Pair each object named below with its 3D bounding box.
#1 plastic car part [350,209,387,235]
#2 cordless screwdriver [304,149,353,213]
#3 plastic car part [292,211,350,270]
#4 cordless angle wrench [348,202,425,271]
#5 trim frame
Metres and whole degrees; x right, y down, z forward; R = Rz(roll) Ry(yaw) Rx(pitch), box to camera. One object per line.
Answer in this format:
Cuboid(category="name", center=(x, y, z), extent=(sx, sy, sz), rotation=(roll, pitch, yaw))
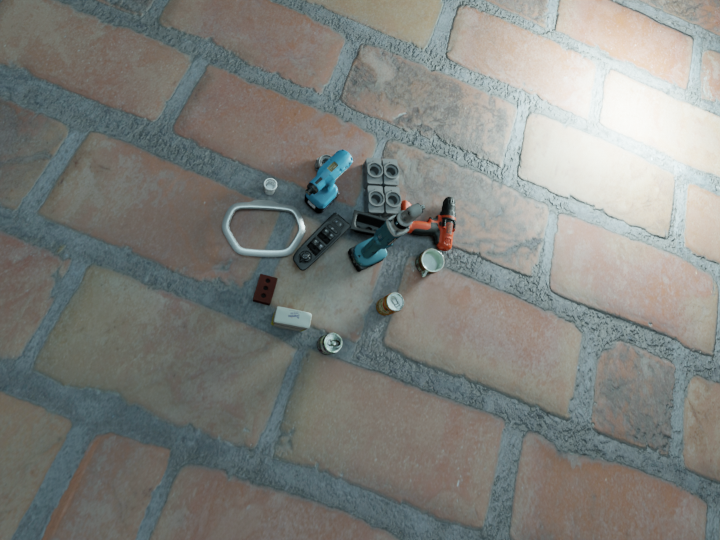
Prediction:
Cuboid(category="plastic car part", center=(0.024, -0.134, 1.300), extent=(0.115, 0.071, 0.067), rotation=(14, 73, -7))
Cuboid(category="cordless screwdriver", center=(-0.112, -0.234, 1.212), extent=(0.074, 0.250, 0.158), rotation=(43, 71, -2))
Cuboid(category="plastic car part", center=(-0.123, -0.081, 1.261), extent=(0.067, 0.067, 0.201), rotation=(43, 72, 1))
Cuboid(category="cordless angle wrench", center=(0.064, -0.086, 1.108), extent=(0.096, 0.425, 0.075), rotation=(-24, 84, -19))
Cuboid(category="trim frame", center=(-0.289, -0.129, 1.267), extent=(0.244, 0.027, 0.187), rotation=(0, 74, -10))
